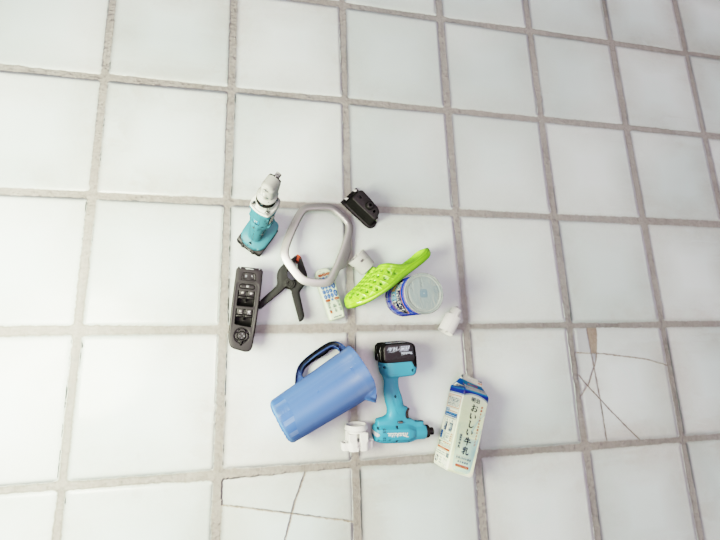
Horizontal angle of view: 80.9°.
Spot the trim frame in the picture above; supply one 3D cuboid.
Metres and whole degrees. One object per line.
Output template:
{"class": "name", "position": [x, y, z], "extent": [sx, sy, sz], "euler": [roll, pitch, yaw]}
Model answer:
{"class": "trim frame", "position": [-0.110, -0.072, 1.125], "extent": [0.181, 0.028, 0.251], "euler": [23, 63, -8]}

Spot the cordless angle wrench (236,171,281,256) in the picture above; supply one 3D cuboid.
{"class": "cordless angle wrench", "position": [-0.214, -0.118, 0.922], "extent": [0.073, 0.428, 0.098], "euler": [36, 73, -8]}

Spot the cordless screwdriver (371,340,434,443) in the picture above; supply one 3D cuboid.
{"class": "cordless screwdriver", "position": [0.111, 0.309, 1.082], "extent": [0.156, 0.075, 0.251], "euler": [3, 82, -12]}

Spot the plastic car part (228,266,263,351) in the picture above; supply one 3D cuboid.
{"class": "plastic car part", "position": [-0.289, 0.096, 1.047], "extent": [0.064, 0.068, 0.206], "euler": [8, 73, -20]}

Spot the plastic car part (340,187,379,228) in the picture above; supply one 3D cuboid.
{"class": "plastic car part", "position": [0.012, -0.177, 1.168], "extent": [0.117, 0.071, 0.065], "euler": [45, 74, 2]}
